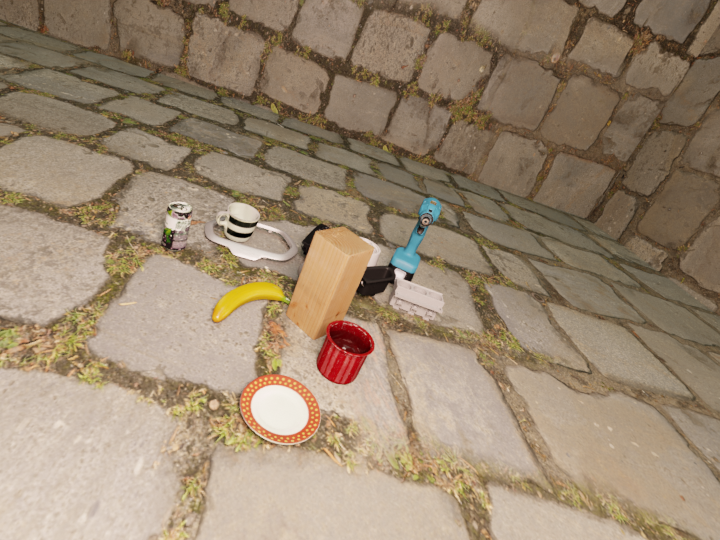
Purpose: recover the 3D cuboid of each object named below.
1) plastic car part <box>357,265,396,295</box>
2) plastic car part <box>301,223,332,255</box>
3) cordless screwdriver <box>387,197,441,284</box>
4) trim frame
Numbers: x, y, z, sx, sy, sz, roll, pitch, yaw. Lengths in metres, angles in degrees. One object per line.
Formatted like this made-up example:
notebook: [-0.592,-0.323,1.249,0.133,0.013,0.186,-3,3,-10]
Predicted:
plastic car part: [0.032,0.031,1.056,0.111,0.070,0.070,-1,34,-37]
plastic car part: [-0.113,-0.074,1.156,0.067,0.066,0.204,22,27,0]
cordless screwdriver: [0.138,-0.065,1.112,0.075,0.246,0.158,25,26,4]
trim frame: [-0.283,-0.084,1.101,0.245,0.027,0.188,16,27,-8]
